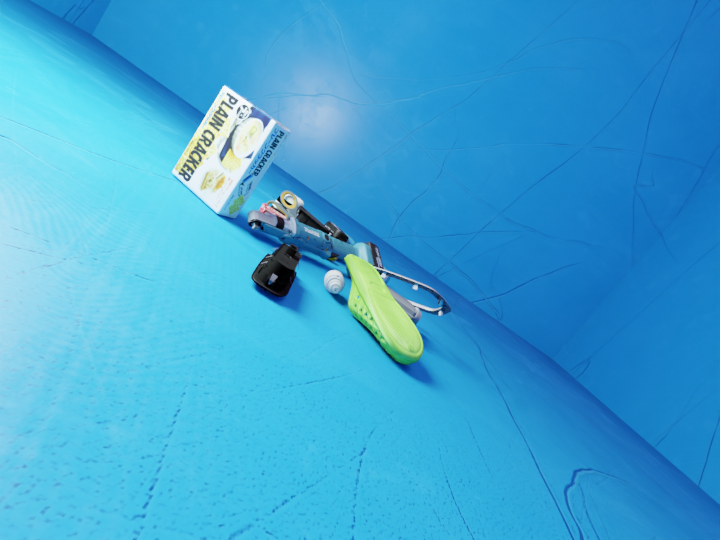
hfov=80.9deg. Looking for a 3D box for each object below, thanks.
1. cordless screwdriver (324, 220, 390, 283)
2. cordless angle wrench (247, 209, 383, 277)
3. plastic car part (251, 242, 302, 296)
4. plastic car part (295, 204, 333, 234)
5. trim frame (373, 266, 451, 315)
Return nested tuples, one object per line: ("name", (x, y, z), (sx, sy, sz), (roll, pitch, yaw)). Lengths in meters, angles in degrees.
("cordless screwdriver", (-0.028, -0.055, 1.268), (0.237, 0.074, 0.167), (35, 8, -31))
("cordless angle wrench", (-0.097, -0.064, 0.993), (0.399, 0.076, 0.101), (21, 50, -48))
("plastic car part", (-0.128, -0.008, 0.697), (0.065, 0.067, 0.205), (41, 11, -10))
("plastic car part", (-0.139, -0.113, 1.133), (0.115, 0.071, 0.066), (44, 6, -5))
("trim frame", (0.093, 0.052, 1.011), (0.256, 0.028, 0.178), (20, -21, 15))
